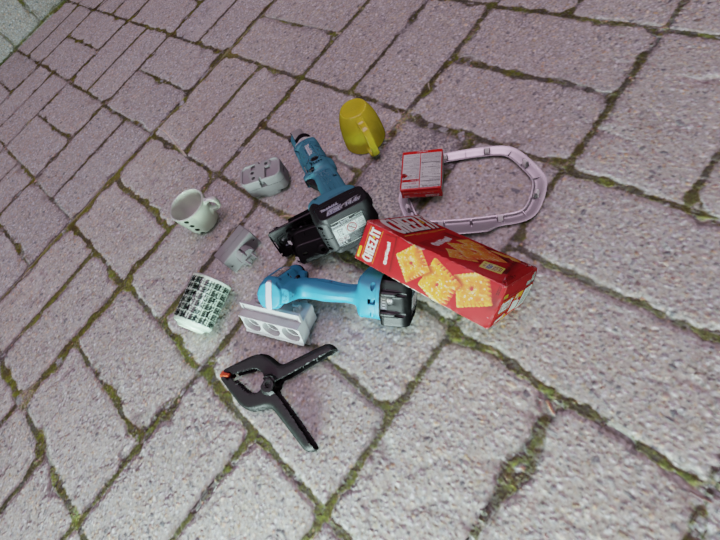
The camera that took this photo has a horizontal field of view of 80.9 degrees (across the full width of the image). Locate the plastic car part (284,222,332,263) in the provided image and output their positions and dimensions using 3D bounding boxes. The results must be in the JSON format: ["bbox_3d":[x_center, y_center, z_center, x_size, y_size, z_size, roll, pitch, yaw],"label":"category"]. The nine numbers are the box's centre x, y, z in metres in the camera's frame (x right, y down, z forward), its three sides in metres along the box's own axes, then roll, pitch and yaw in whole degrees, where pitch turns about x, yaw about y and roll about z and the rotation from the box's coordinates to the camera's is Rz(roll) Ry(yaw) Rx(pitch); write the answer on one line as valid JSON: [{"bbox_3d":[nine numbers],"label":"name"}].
[{"bbox_3d":[-0.076,-0.050,0.776,0.118,0.063,0.073,-19,26,9],"label":"plastic car part"}]

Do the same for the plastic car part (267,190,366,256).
[{"bbox_3d":[-0.076,-0.100,0.823,0.206,0.064,0.069,-23,27,12],"label":"plastic car part"}]

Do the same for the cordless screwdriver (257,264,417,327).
[{"bbox_3d":[-0.032,0.026,0.710,0.255,0.158,0.073,3,105,13],"label":"cordless screwdriver"}]

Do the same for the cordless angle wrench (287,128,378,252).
[{"bbox_3d":[-0.080,-0.192,0.813,0.098,0.071,0.444,-28,40,0],"label":"cordless angle wrench"}]

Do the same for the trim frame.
[{"bbox_3d":[0.191,-0.144,0.749,0.256,0.026,0.188,-3,64,20],"label":"trim frame"}]
